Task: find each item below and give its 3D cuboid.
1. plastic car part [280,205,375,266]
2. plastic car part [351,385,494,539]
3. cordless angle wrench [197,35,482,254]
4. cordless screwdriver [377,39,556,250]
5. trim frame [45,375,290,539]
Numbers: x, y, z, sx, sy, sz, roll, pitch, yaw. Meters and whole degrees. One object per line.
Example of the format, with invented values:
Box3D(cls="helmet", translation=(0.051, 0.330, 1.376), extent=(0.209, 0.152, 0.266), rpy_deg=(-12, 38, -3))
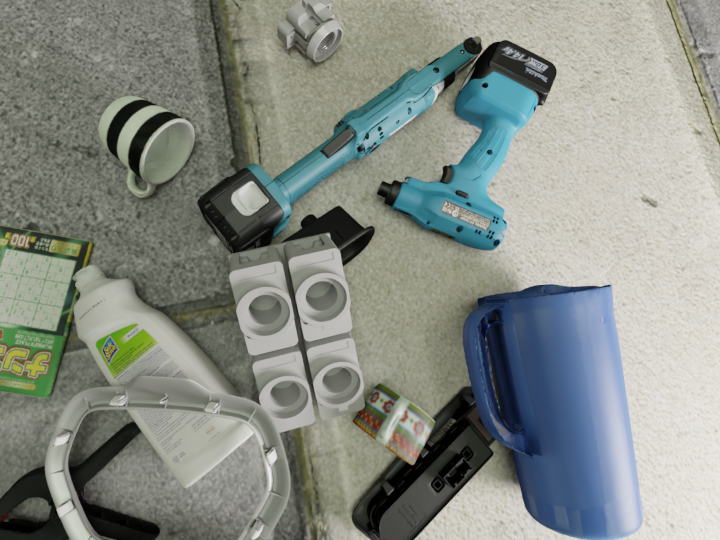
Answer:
Box3D(cls="plastic car part", translation=(-0.049, -0.032, 0.502), extent=(0.115, 0.064, 0.073), rpy_deg=(-39, 73, -14))
Box3D(cls="plastic car part", translation=(0.082, 0.225, 0.462), extent=(0.202, 0.068, 0.066), rpy_deg=(-41, 97, -8))
Box3D(cls="cordless angle wrench", translation=(-0.001, -0.169, 0.519), extent=(0.419, 0.098, 0.075), rpy_deg=(-40, 89, -15))
Box3D(cls="cordless screwdriver", translation=(0.132, -0.163, 0.532), extent=(0.159, 0.074, 0.249), rpy_deg=(22, 82, -1))
Box3D(cls="trim frame", translation=(-0.189, 0.193, 0.400), extent=(0.253, 0.027, 0.185), rpy_deg=(2, 84, 10))
